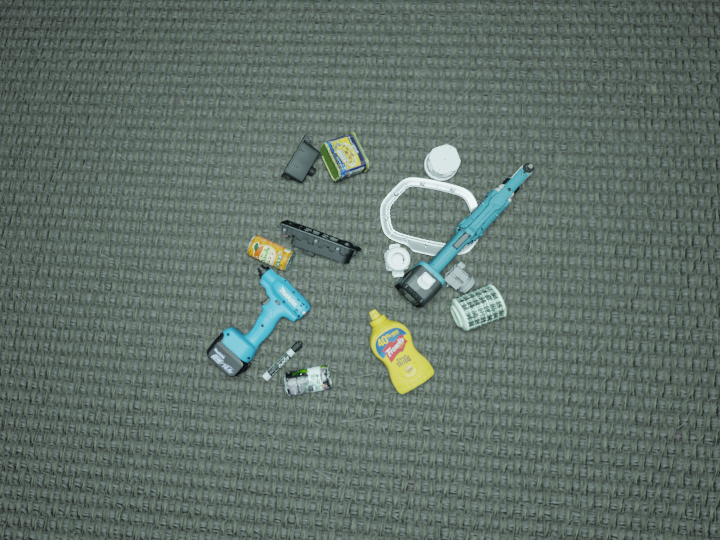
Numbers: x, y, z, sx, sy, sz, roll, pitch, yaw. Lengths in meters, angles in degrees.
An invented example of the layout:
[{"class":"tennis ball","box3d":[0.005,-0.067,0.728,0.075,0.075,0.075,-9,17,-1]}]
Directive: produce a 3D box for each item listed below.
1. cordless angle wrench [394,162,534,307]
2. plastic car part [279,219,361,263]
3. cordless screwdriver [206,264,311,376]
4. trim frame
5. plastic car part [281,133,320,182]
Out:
[{"class":"cordless angle wrench","box3d":[0.250,-0.093,0.965,0.075,0.097,0.422,43,83,4]},{"class":"plastic car part","box3d":[-0.099,-0.065,1.014,0.205,0.066,0.067,16,94,5]},{"class":"cordless screwdriver","box3d":[-0.256,0.116,0.996,0.162,0.073,0.248,44,83,7]},{"class":"trim frame","box3d":[0.172,-0.129,1.022,0.250,0.027,0.185,14,85,4]},{"class":"plastic car part","box3d":[-0.141,-0.267,1.048,0.070,0.067,0.116,27,88,-11]}]
